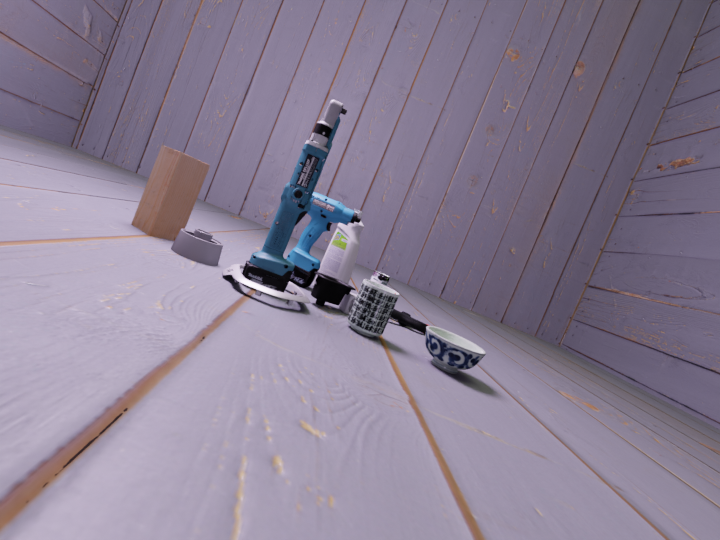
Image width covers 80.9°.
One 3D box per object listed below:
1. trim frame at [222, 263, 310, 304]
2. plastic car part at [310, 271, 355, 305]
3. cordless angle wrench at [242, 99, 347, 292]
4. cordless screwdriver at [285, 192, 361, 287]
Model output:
[{"bbox_3d":[-0.200,0.028,0.895,0.178,0.027,0.257,21,4,-20],"label":"trim frame"},{"bbox_3d":[-0.077,0.049,0.981,0.070,0.071,0.110,25,4,37],"label":"plastic car part"},{"bbox_3d":[-0.131,-0.157,0.886,0.096,0.422,0.076,22,3,-11],"label":"cordless angle wrench"},{"bbox_3d":[-0.111,-0.073,1.140,0.161,0.248,0.074,23,3,4],"label":"cordless screwdriver"}]
